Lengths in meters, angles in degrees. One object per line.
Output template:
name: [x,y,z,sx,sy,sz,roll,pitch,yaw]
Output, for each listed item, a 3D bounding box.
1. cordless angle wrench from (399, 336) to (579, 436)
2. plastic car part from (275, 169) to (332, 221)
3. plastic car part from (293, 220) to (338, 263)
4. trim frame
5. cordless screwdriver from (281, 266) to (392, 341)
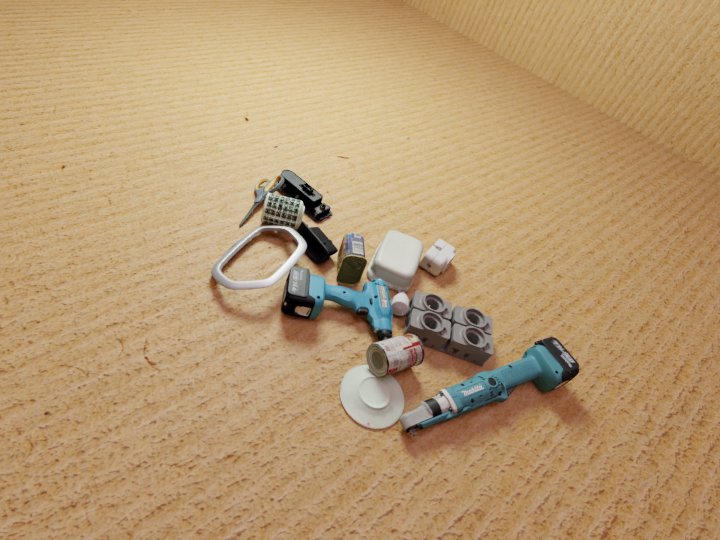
cordless angle wrench: [0.261,0.241,0.866,0.411,0.073,0.103,-13,53,-23]
plastic car part: [-0.167,-0.221,1.196,0.212,0.065,0.065,38,55,24]
plastic car part: [-0.105,-0.069,1.072,0.121,0.066,0.068,45,37,20]
trim frame: [-0.235,-0.035,0.991,0.191,0.026,0.248,15,45,20]
cordless screwdriver: [-0.047,0.079,0.934,0.243,0.073,0.165,8,46,-13]
